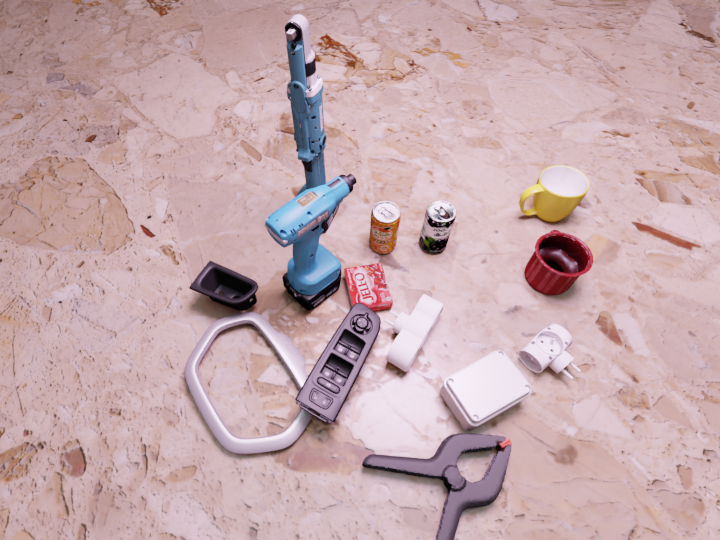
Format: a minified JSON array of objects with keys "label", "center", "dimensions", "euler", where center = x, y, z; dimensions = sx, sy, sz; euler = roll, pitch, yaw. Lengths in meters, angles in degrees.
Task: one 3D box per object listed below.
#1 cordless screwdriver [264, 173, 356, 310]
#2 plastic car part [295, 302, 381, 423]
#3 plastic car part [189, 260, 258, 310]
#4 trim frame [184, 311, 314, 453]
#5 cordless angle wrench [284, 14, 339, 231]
[{"label":"cordless screwdriver","center":[-0.070,-0.046,0.716],"dimensions":[0.157,0.241,0.078],"euler":[-38,65,-22]},{"label":"plastic car part","center":[-0.027,0.147,0.687],"dimensions":[0.068,0.065,0.203],"euler":[22,60,15]},{"label":"plastic car part","center":[-0.239,0.041,0.773],"dimensions":[0.120,0.068,0.066],"euler":[21,59,16]},{"label":"trim frame","center":[-0.182,0.178,0.701],"dimensions":[0.182,0.026,0.261],"euler":[-34,60,-18]},{"label":"cordless angle wrench","center":[-0.089,-0.230,0.741],"dimensions":[0.076,0.409,0.098],"euler":[18,58,11]}]
